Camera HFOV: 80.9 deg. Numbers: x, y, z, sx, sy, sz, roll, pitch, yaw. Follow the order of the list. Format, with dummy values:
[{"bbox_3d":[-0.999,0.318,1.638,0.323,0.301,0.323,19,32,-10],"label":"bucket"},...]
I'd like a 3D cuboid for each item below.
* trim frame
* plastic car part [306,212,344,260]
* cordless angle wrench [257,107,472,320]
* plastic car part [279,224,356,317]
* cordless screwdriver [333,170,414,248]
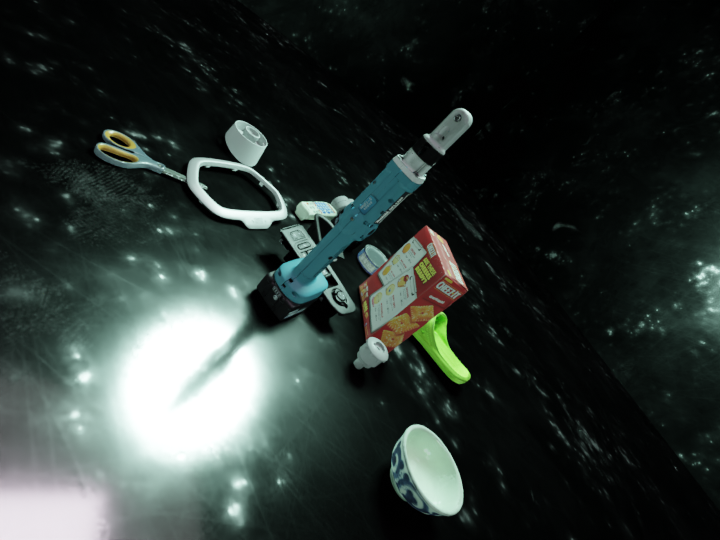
[{"bbox_3d":[-0.250,-0.161,0.872,0.190,0.028,0.238,53,27,18],"label":"trim frame"},{"bbox_3d":[-0.088,-0.058,0.900,0.062,0.071,0.122,25,32,-36],"label":"plastic car part"},{"bbox_3d":[-0.001,-0.077,0.645,0.076,0.427,0.094,53,27,12],"label":"cordless angle wrench"},{"bbox_3d":[-0.090,0.010,0.800,0.208,0.067,0.064,51,26,13],"label":"plastic car part"},{"bbox_3d":[0.036,-0.151,1.013,0.072,0.251,0.163,36,28,-21],"label":"cordless screwdriver"}]
